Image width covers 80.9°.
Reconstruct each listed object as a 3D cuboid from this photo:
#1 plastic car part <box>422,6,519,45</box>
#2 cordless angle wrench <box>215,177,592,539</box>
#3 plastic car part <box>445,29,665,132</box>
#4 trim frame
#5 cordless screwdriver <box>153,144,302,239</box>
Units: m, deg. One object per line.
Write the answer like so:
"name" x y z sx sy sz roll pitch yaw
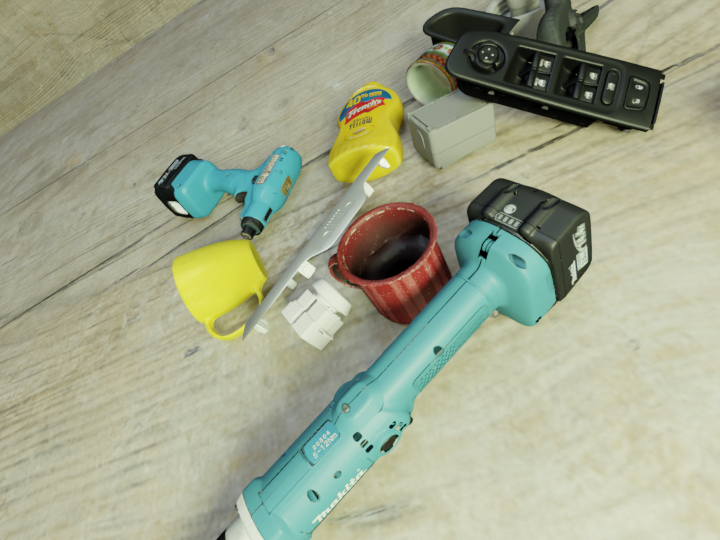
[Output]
"plastic car part" 0.150 -0.318 0.596 0.123 0.067 0.066 34 80 31
"cordless angle wrench" 0.006 0.110 0.321 0.422 0.092 0.079 -46 47 -5
"plastic car part" 0.187 -0.192 0.433 0.204 0.066 0.066 19 90 3
"trim frame" -0.043 -0.028 0.440 0.248 0.027 0.186 -53 6 -19
"cordless screwdriver" -0.220 -0.118 0.665 0.260 0.070 0.160 4 56 30
